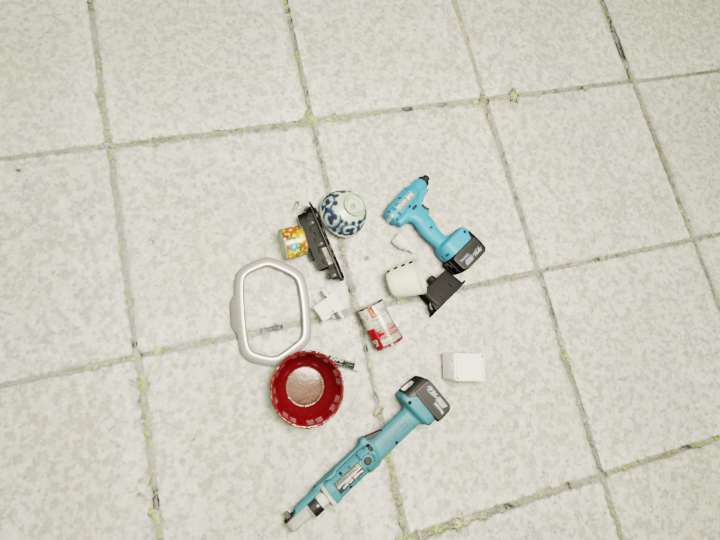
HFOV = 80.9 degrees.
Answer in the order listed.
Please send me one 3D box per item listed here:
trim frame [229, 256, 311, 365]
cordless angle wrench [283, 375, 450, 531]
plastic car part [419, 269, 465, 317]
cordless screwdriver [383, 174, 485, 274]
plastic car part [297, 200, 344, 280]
[{"bbox_3d":[-0.208,0.092,0.974,0.181,0.028,0.251,-6,80,-11],"label":"trim frame"},{"bbox_3d":[0.010,0.402,0.916,0.420,0.074,0.099,-39,88,-12],"label":"cordless angle wrench"},{"bbox_3d":[0.190,0.046,1.028,0.073,0.064,0.115,41,71,14],"label":"plastic car part"},{"bbox_3d":[0.196,-0.117,1.056,0.252,0.074,0.158,41,75,5],"label":"cordless screwdriver"},{"bbox_3d":[-0.099,-0.065,1.010,0.068,0.064,0.205,-21,82,12],"label":"plastic car part"}]
